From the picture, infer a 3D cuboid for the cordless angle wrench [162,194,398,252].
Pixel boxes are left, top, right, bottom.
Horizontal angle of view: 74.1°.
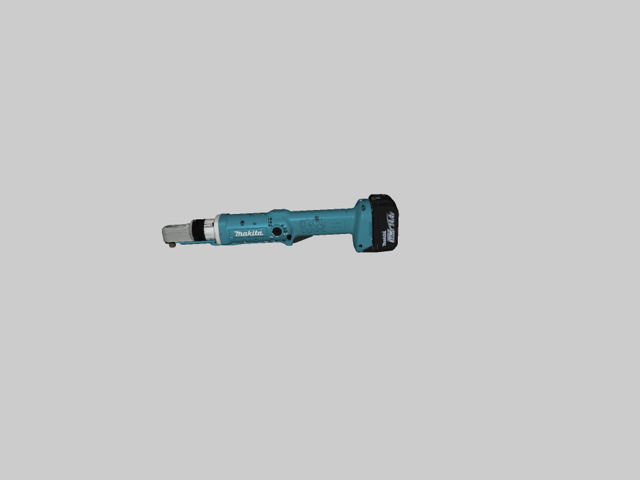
[{"bbox_3d":[-0.076,-0.023,0.771,0.423,0.098,0.074,-3,24,0],"label":"cordless angle wrench"}]
